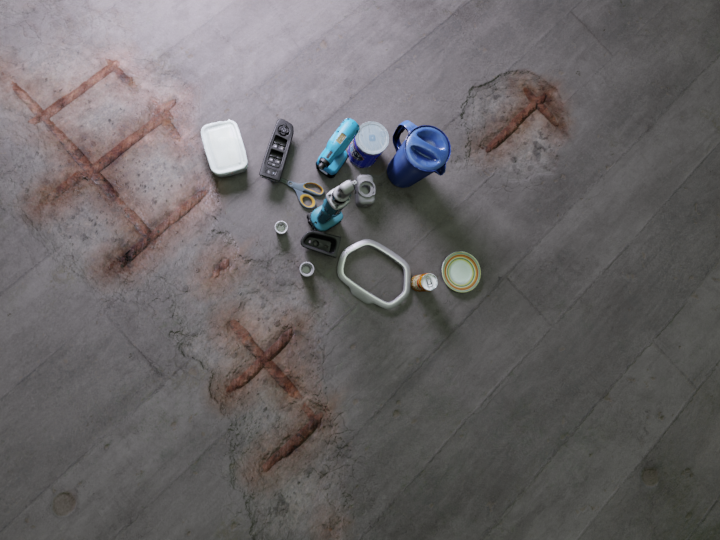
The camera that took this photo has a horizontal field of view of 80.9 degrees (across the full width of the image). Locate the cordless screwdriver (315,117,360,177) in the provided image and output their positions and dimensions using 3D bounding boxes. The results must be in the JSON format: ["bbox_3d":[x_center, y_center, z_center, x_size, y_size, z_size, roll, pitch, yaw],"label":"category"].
[{"bbox_3d":[-0.084,-0.333,1.241,0.074,0.251,0.159,36,80,-7],"label":"cordless screwdriver"}]

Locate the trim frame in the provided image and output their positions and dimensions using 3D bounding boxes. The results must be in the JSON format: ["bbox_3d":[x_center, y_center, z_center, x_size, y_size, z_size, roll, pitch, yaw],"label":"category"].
[{"bbox_3d":[0.045,0.012,1.326,0.247,0.027,0.184,32,81,-2],"label":"trim frame"}]

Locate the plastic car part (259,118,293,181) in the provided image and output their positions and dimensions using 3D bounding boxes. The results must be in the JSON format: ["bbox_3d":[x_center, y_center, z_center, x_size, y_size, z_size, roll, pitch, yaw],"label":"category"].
[{"bbox_3d":[-0.257,-0.371,1.318,0.065,0.067,0.204,16,82,-8],"label":"plastic car part"}]

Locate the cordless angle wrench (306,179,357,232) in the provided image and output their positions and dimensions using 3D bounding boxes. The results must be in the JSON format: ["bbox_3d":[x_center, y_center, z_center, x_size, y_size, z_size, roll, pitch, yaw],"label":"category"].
[{"bbox_3d":[-0.074,-0.171,1.134,0.097,0.427,0.074,-33,94,-12],"label":"cordless angle wrench"}]

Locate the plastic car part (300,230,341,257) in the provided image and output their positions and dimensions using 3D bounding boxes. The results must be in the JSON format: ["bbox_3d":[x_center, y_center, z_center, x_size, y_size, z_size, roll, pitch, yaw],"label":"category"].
[{"bbox_3d":[-0.127,-0.083,1.296,0.115,0.071,0.066,15,83,-6],"label":"plastic car part"}]
